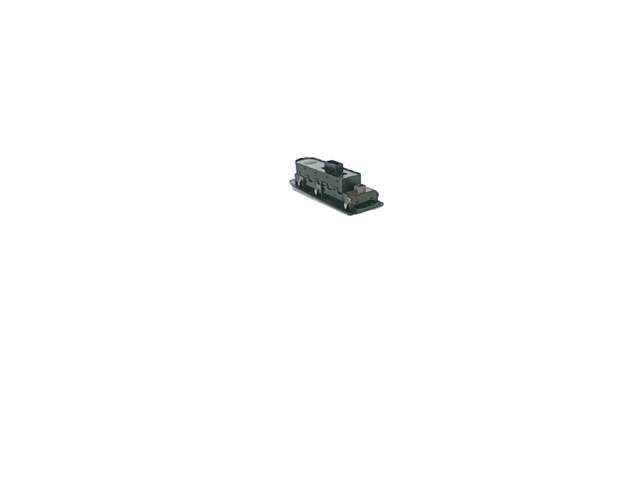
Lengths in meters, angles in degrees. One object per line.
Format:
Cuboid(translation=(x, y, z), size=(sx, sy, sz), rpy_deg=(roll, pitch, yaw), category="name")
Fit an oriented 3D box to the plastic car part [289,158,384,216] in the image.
Cuboid(translation=(0.011, -0.095, 0.689), size=(0.066, 0.067, 0.204), rpy_deg=(-27, 29, -25), category="plastic car part")
